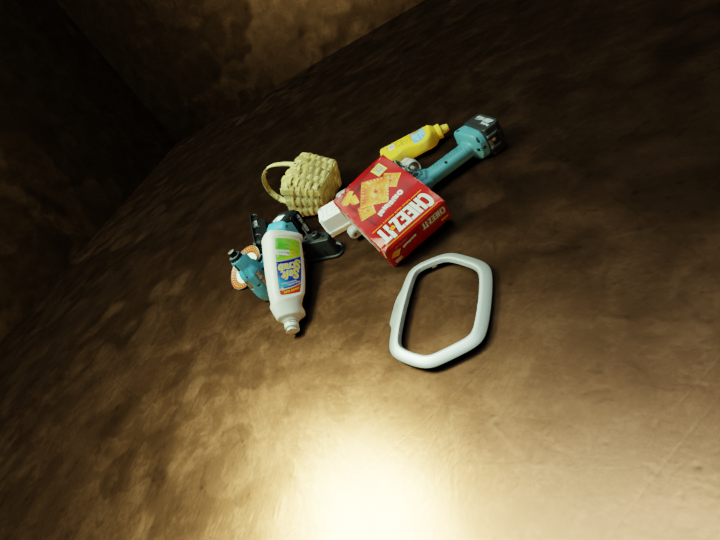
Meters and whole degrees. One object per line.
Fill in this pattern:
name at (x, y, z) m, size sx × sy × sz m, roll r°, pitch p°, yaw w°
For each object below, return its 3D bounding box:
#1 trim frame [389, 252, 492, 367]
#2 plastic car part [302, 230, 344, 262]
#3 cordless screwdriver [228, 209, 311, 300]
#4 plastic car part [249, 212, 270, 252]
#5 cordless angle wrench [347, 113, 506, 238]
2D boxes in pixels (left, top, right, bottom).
trim frame at (0.135, 0.061, 0.738) m, size 0.191 × 0.026 × 0.251 m, roll -10°, pitch 44°, yaw 32°
plastic car part at (-0.103, -0.068, 1.057) m, size 0.121 × 0.067 × 0.066 m, roll -9°, pitch 43°, yaw 38°
cordless screwdriver at (-0.233, -0.063, 1.091) m, size 0.077 × 0.152 × 0.250 m, roll -11°, pitch 40°, yaw 38°
plastic car part at (-0.304, -0.109, 1.295) m, size 0.066 × 0.064 × 0.211 m, roll -10°, pitch 34°, yaw -7°
cordless angle wrench at (0.144, -0.210, 1.011) m, size 0.424 × 0.071 × 0.103 m, roll -37°, pitch 34°, yaw 4°
